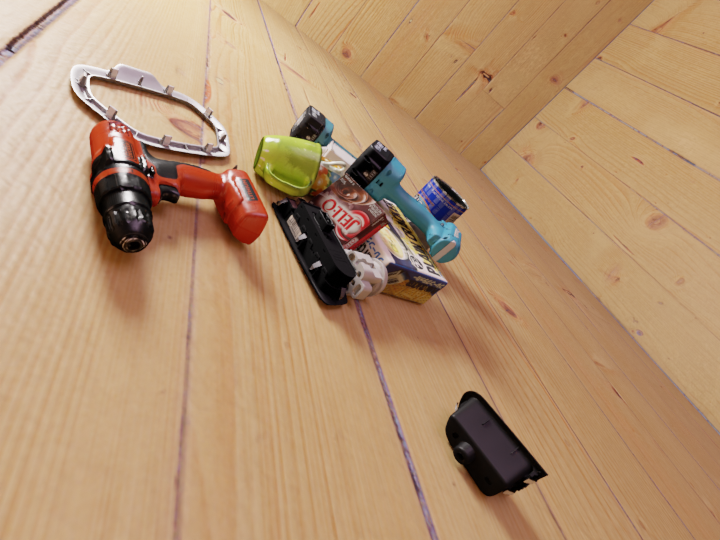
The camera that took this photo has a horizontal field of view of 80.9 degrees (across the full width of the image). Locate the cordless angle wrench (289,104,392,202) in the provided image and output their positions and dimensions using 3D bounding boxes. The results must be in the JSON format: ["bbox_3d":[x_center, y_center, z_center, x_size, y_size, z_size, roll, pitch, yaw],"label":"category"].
[{"bbox_3d":[0.022,-0.221,1.001,0.407,0.075,0.101,35,27,-21],"label":"cordless angle wrench"}]

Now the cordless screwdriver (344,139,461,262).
[{"bbox_3d":[0.091,-0.130,0.787,0.249,0.075,0.157,45,25,0],"label":"cordless screwdriver"}]

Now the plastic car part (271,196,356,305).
[{"bbox_3d":[-0.059,-0.039,0.604,0.062,0.068,0.212,24,32,-48],"label":"plastic car part"}]

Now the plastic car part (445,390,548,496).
[{"bbox_3d":[0.142,0.211,0.498,0.068,0.066,0.122,-13,54,-44],"label":"plastic car part"}]

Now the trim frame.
[{"bbox_3d":[-0.293,-0.236,0.623,0.191,0.028,0.239,49,28,18],"label":"trim frame"}]
